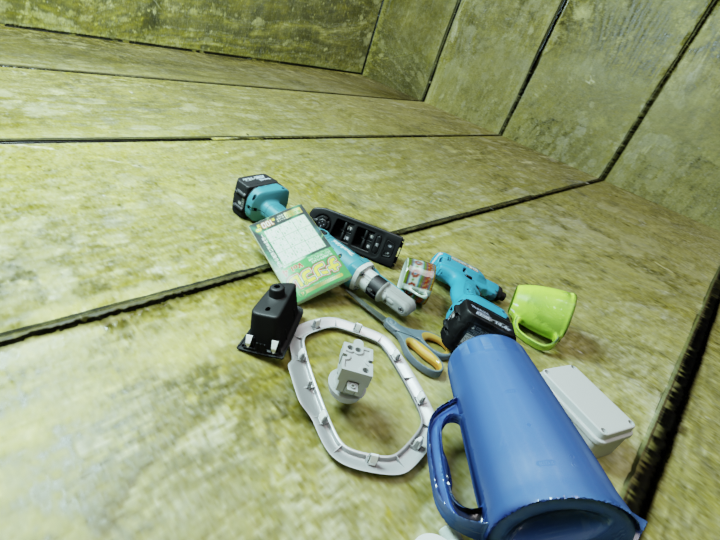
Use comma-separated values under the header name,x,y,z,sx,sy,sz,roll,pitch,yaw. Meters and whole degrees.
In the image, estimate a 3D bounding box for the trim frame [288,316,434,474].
name,x,y,z,sx,sy,sz,roll,pitch,yaw
trim frame,-0.004,0.145,0.554,0.178,0.027,0.261,0,36,-24

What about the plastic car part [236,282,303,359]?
name,x,y,z,sx,sy,sz,roll,pitch,yaw
plastic car part,-0.119,0.056,0.587,0.067,0.069,0.117,10,33,8

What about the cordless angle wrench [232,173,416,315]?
name,x,y,z,sx,sy,sz,roll,pitch,yaw
cordless angle wrench,-0.077,-0.050,0.785,0.443,0.073,0.095,37,36,27

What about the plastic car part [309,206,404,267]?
name,x,y,z,sx,sy,sz,roll,pitch,yaw
plastic car part,-0.014,-0.078,0.869,0.206,0.066,0.067,21,21,6

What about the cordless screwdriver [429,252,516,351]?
name,x,y,z,sx,sy,sz,roll,pitch,yaw
cordless screwdriver,0.207,0.064,0.739,0.158,0.074,0.253,25,26,-7
